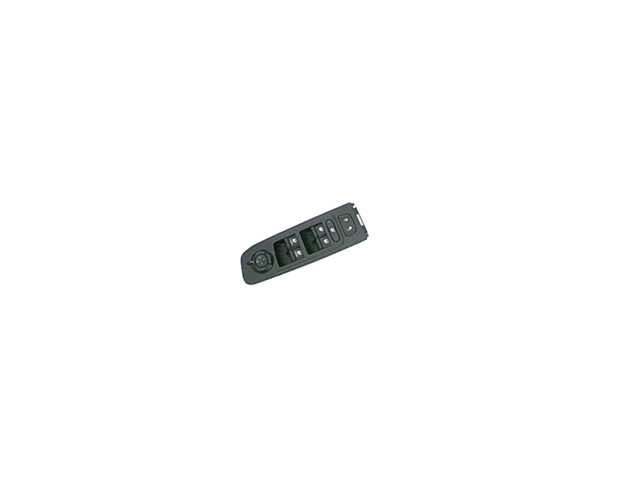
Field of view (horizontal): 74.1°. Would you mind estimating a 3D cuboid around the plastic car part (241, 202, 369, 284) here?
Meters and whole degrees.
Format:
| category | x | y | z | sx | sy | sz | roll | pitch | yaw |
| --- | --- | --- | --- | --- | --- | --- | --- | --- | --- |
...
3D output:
| category | x | y | z | sx | sy | sz | roll | pitch | yaw |
| --- | --- | --- | --- | --- | --- | --- | --- | --- | --- |
| plastic car part | -0.029 | 0.011 | 0.672 | 0.203 | 0.066 | 0.067 | -22 | -10 | -1 |
